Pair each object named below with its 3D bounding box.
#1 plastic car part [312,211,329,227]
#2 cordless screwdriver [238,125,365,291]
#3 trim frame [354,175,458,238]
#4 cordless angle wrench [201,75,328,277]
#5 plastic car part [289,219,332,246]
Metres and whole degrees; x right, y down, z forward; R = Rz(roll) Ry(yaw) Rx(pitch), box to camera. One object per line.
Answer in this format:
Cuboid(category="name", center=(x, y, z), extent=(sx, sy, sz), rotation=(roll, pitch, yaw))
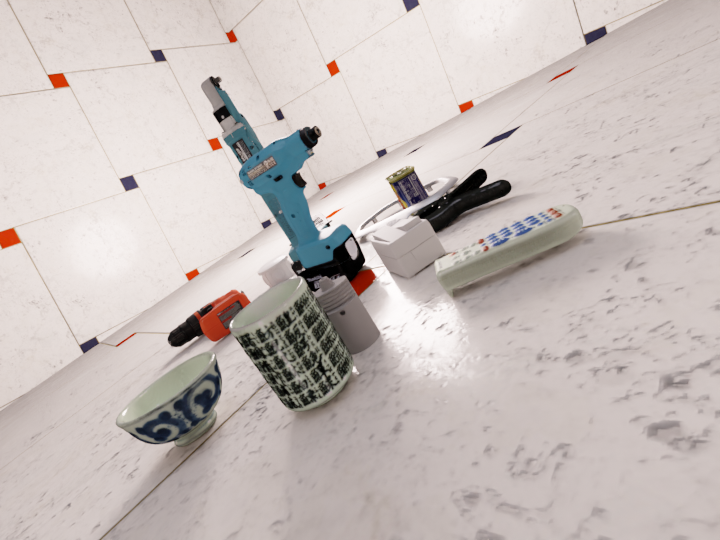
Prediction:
Cuboid(category="plastic car part", center=(-0.109, -0.106, 1.120), extent=(0.066, 0.066, 0.208), rotation=(-32, 14, -3))
Cuboid(category="cordless screwdriver", center=(-0.074, -0.096, 0.673), extent=(0.164, 0.244, 0.073), rotation=(-24, 12, 34))
Cuboid(category="trim frame", center=(0.090, -0.128, 0.872), extent=(0.256, 0.027, 0.182), rotation=(-21, 18, 34))
Cuboid(category="cordless angle wrench", center=(-0.182, -0.178, 0.820), extent=(0.100, 0.416, 0.074), rotation=(-28, 10, 20))
Cuboid(category="plastic car part", center=(-0.091, -0.059, 0.929), extent=(0.065, 0.069, 0.121), rotation=(-40, 16, -36))
